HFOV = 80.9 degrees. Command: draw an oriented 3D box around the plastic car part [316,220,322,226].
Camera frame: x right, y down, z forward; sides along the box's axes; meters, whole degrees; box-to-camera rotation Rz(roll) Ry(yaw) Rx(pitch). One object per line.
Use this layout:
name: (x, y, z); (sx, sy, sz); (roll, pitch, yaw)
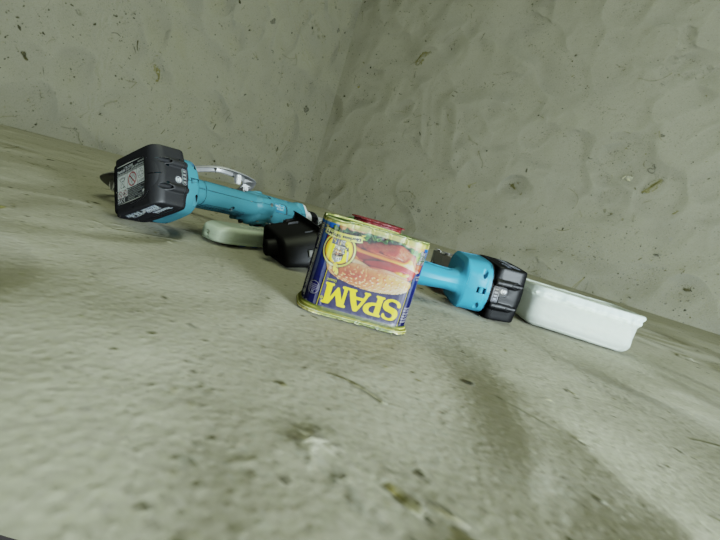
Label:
plastic car part: (-0.064, -0.042, 0.654); (0.067, 0.065, 0.206); (-8, 12, -3)

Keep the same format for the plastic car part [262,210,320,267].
plastic car part: (-0.094, -0.034, 0.555); (0.068, 0.065, 0.122); (-4, 20, -26)

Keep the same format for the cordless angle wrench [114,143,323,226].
cordless angle wrench: (-0.168, -0.097, 0.668); (0.101, 0.075, 0.403); (-11, -8, 29)

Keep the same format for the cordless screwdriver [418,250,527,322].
cordless screwdriver: (0.091, -0.003, 0.613); (0.246, 0.074, 0.162); (12, 13, -7)

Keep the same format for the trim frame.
trim frame: (-0.292, -0.138, 0.687); (0.252, 0.028, 0.180); (1, -6, 7)
